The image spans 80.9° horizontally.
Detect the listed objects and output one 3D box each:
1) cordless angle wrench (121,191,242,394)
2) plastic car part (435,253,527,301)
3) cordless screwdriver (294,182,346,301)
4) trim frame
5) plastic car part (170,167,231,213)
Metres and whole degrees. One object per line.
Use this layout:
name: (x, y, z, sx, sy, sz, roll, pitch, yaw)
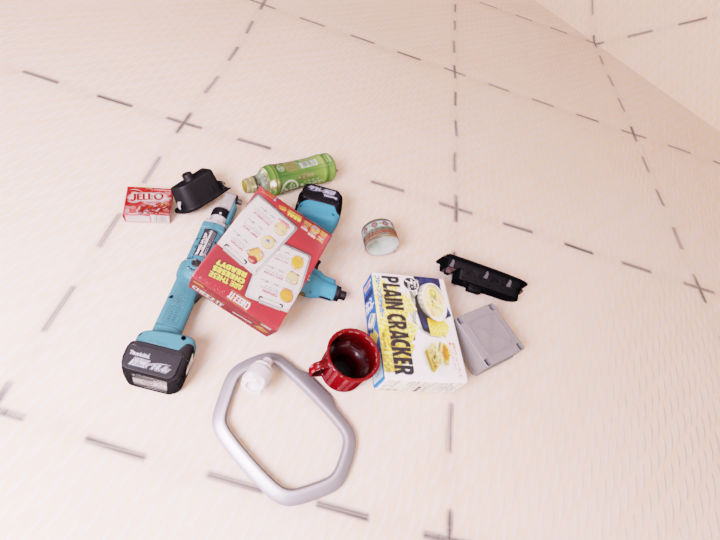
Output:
cordless angle wrench: (-0.300, 0.003, 0.774, 0.097, 0.073, 0.432, 14, 50, -8)
plastic car part: (0.269, 0.022, 0.927, 0.201, 0.066, 0.068, 15, 63, -6)
cordless screwdriver: (-0.086, -0.056, 0.876, 0.158, 0.074, 0.253, 17, 56, -5)
trim frame: (-0.121, 0.245, 0.677, 0.256, 0.027, 0.181, 39, 55, 15)
plastic car part: (-0.340, -0.173, 0.875, 0.069, 0.068, 0.115, 14, 43, 36)
